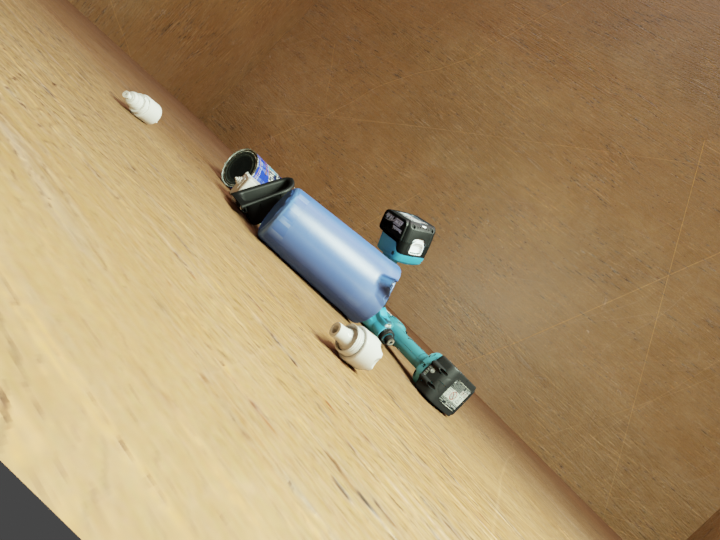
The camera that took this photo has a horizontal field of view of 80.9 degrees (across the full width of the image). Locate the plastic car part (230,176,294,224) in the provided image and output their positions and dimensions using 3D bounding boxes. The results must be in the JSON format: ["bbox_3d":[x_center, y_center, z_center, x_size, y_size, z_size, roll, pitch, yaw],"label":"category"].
[{"bbox_3d":[-0.170,-0.121,0.781,0.070,0.114,0.068,45,-33,47],"label":"plastic car part"}]

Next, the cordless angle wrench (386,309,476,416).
[{"bbox_3d":[0.067,0.130,0.908,0.093,0.074,0.445,44,-1,-34],"label":"cordless angle wrench"}]

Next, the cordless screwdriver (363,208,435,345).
[{"bbox_3d":[0.064,0.014,0.838,0.071,0.247,0.168,10,26,-31],"label":"cordless screwdriver"}]

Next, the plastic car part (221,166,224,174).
[{"bbox_3d":[-0.328,-0.259,1.147,0.066,0.066,0.205,34,3,-8],"label":"plastic car part"}]
